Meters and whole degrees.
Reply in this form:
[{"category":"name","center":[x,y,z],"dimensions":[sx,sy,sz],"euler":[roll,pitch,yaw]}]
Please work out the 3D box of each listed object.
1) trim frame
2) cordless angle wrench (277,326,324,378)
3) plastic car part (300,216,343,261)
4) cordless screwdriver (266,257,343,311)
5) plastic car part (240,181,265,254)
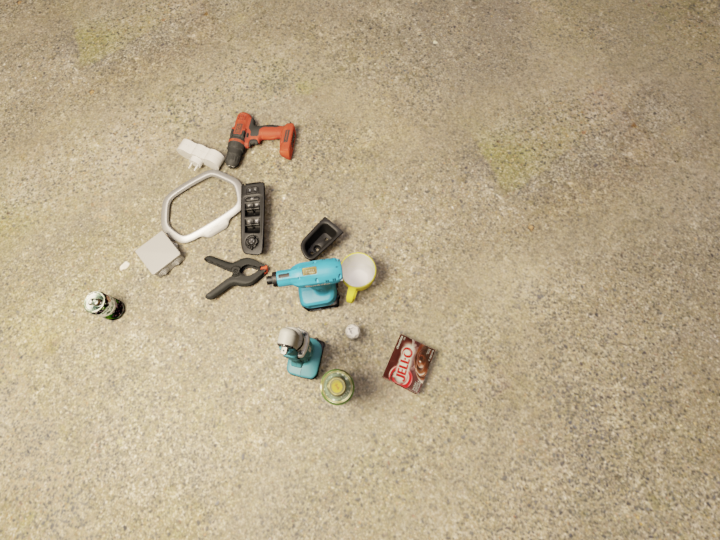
[{"category":"trim frame","center":[-0.440,-0.179,1.177],"dimensions":[0.247,0.027,0.190],"euler":[-34,73,-9]},{"category":"cordless angle wrench","center":[-0.122,0.157,0.840],"dimensions":[0.075,0.415,0.099],"euler":[12,73,1]},{"category":"plastic car part","center":[-0.108,-0.070,1.101],"dimensions":[0.068,0.069,0.116],"euler":[41,77,12]},{"category":"cordless screwdriver","center":[-0.122,0.037,0.972],"dimensions":[0.159,0.244,0.076],"euler":[-8,74,-3]},{"category":"plastic car part","center":[-0.285,-0.133,1.133],"dimensions":[0.066,0.065,0.207],"euler":[-3,71,-1]}]
